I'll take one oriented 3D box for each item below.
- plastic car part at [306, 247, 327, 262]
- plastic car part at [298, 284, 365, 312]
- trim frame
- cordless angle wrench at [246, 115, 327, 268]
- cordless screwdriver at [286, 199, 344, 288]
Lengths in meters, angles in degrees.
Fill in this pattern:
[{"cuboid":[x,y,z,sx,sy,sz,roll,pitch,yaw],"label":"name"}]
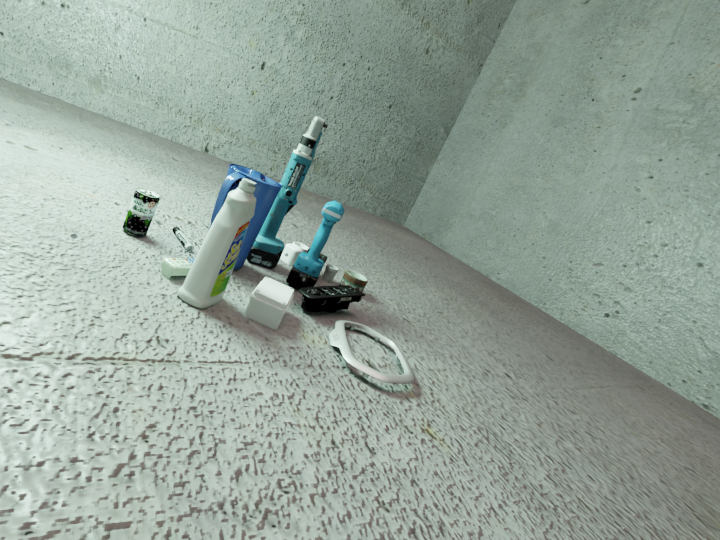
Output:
[{"cuboid":[-0.141,-0.015,1.241,0.066,0.070,0.117,24,13,-5],"label":"plastic car part"},{"cuboid":[-0.078,0.070,1.039,0.070,0.067,0.193,35,17,35],"label":"plastic car part"},{"cuboid":[0.021,0.172,0.908,0.180,0.027,0.255,21,14,-13],"label":"trim frame"},{"cuboid":[-0.196,-0.210,1.135,0.094,0.421,0.078,20,14,-25],"label":"cordless angle wrench"},{"cuboid":[-0.111,-0.072,1.132,0.074,0.248,0.160,25,13,-4],"label":"cordless screwdriver"}]
